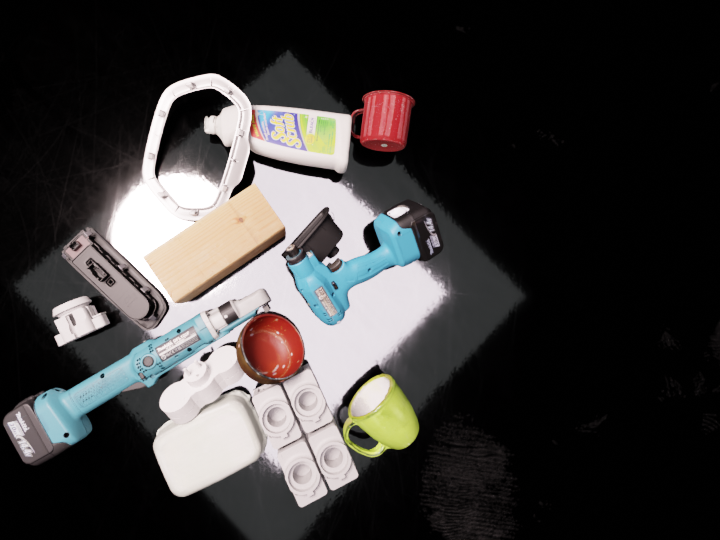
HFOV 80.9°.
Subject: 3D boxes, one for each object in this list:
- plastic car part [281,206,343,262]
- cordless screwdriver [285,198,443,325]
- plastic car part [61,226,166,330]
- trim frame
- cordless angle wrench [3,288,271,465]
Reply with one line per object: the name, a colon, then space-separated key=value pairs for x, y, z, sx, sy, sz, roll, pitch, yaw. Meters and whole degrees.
plastic car part: x=-0.072 y=-0.047 z=0.732 sx=0.116 sy=0.068 sz=0.069 roll=-47 pitch=108 yaw=-11
cordless screwdriver: x=0.005 y=-0.033 z=0.698 sx=0.247 sy=0.078 sz=0.152 roll=-34 pitch=120 yaw=-6
plastic car part: x=-0.405 y=0.014 z=0.695 sx=0.202 sy=0.068 sz=0.066 roll=44 pitch=75 yaw=-3
trim frame: x=-0.275 y=-0.205 z=0.711 sx=0.186 sy=0.027 sz=0.247 roll=21 pitch=98 yaw=6
cordless angle wrench: x=-0.336 y=0.146 z=0.682 sx=0.419 sy=0.075 sz=0.098 roll=-31 pitch=90 yaw=-10
